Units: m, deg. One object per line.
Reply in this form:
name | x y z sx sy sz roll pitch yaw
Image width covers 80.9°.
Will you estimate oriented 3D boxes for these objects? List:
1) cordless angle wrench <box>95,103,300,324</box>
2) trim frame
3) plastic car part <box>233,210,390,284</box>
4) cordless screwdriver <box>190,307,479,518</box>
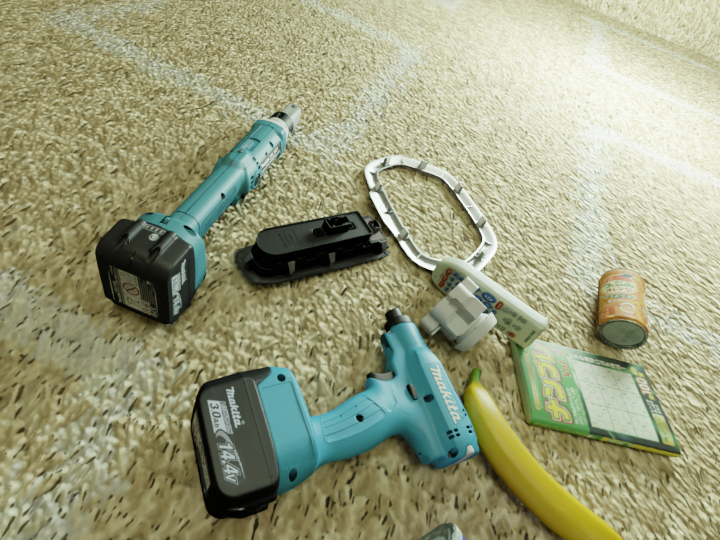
cordless angle wrench | -0.157 -0.122 0.538 0.075 0.096 0.427 20 44 0
trim frame | 0.102 -0.094 0.634 0.179 0.027 0.259 -7 55 -21
plastic car part | -0.050 -0.033 0.514 0.197 0.066 0.069 -17 66 -26
cordless screwdriver | -0.025 0.114 0.388 0.240 0.074 0.166 -3 52 -25
